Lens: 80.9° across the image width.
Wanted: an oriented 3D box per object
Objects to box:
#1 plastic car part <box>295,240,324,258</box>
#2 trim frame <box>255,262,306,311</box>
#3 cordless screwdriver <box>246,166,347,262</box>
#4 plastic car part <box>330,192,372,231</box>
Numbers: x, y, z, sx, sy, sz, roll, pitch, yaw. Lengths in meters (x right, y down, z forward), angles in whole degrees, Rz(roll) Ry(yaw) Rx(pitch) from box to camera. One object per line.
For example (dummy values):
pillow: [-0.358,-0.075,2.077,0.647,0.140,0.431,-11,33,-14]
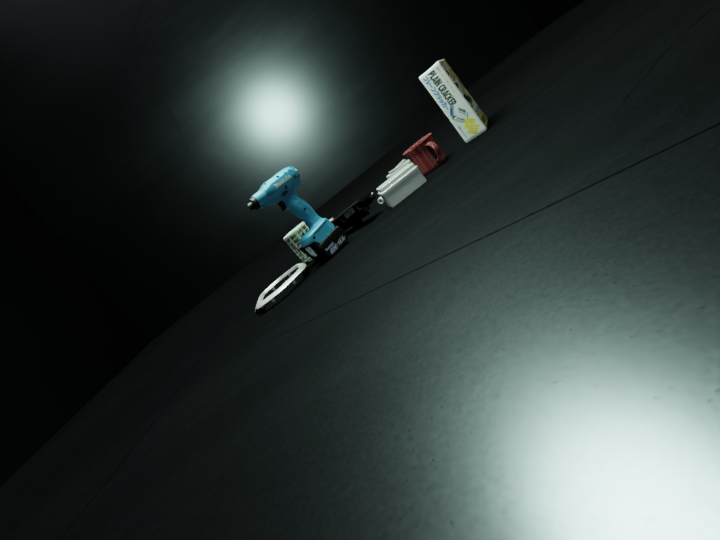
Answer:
plastic car part: [-0.113,-0.074,1.153,0.116,0.070,0.067,-40,10,-8]
trim frame: [-0.217,0.043,1.137,0.183,0.027,0.254,-40,13,-6]
cordless screwdriver: [-0.159,-0.125,1.063,0.157,0.245,0.076,-43,8,-26]
plastic car part: [-0.032,-0.145,1.181,0.209,0.066,0.065,-24,17,50]
